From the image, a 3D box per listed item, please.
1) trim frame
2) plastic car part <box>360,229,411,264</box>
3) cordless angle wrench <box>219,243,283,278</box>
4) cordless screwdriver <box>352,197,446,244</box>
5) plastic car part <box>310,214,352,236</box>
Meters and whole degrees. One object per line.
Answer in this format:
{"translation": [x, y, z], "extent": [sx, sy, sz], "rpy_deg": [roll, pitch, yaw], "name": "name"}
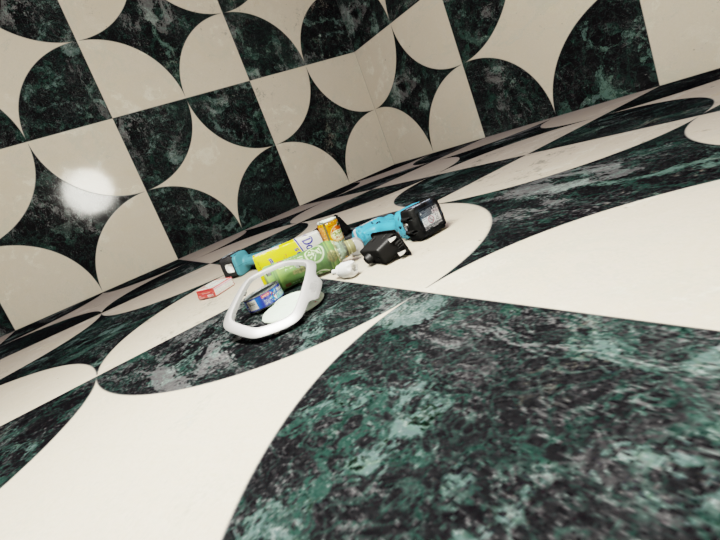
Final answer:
{"translation": [-0.166, 0.048, 0.817], "extent": [0.187, 0.026, 0.253], "rpy_deg": [-13, 29, 12], "name": "trim frame"}
{"translation": [0.040, -0.042, 0.903], "extent": [0.070, 0.064, 0.121], "rpy_deg": [-42, 17, -20], "name": "plastic car part"}
{"translation": [-0.255, -0.055, 1.328], "extent": [0.437, 0.073, 0.097], "rpy_deg": [-11, 16, 27], "name": "cordless angle wrench"}
{"translation": [0.105, -0.123, 1.058], "extent": [0.155, 0.073, 0.258], "rpy_deg": [-30, 13, -31], "name": "cordless screwdriver"}
{"translation": [-0.114, -0.075, 1.167], "extent": [0.209, 0.064, 0.068], "rpy_deg": [-26, 32, 45], "name": "plastic car part"}
